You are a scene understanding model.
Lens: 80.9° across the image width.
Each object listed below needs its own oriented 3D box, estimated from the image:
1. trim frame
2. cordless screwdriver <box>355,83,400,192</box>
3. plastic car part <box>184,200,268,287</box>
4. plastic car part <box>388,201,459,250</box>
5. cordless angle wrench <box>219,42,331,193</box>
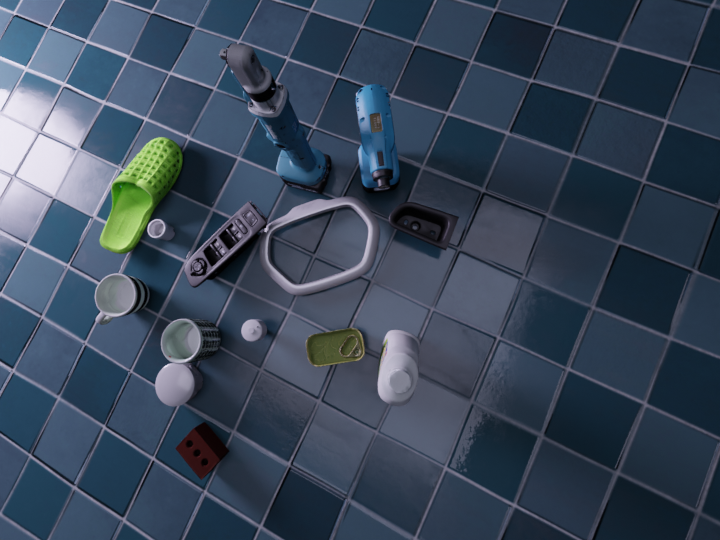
[{"bbox_3d":[-0.083,-0.054,0.844,0.250,0.027,0.187,-20,78,5],"label":"trim frame"},{"bbox_3d":[0.033,-0.191,0.738,0.075,0.244,0.161,-7,82,4],"label":"cordless screwdriver"},{"bbox_3d":[-0.271,-0.047,0.854,0.203,0.065,0.068,-42,80,0],"label":"plastic car part"},{"bbox_3d":[0.113,-0.085,0.796,0.119,0.069,0.066,22,85,11],"label":"plastic car part"},{"bbox_3d":[-0.122,-0.225,0.682,0.100,0.414,0.074,16,85,6],"label":"cordless angle wrench"}]
